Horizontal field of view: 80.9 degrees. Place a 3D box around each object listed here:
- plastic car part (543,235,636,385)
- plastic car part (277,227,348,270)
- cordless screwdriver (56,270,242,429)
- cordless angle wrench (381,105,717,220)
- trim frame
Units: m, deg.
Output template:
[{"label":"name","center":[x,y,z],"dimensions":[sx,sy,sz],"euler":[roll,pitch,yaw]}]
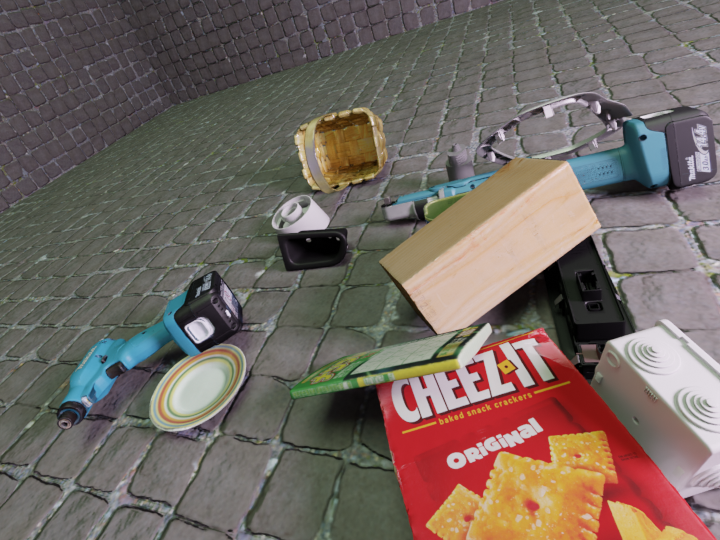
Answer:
[{"label":"plastic car part","center":[0.230,0.023,0.438],"dimensions":[0.068,0.064,0.205],"euler":[-15,31,24]},{"label":"plastic car part","center":[-0.069,-0.045,0.705],"dimensions":[0.120,0.064,0.071],"euler":[-5,22,18]},{"label":"cordless screwdriver","center":[-0.285,0.107,0.575],"dimensions":[0.250,0.072,0.164],"euler":[-29,24,3]},{"label":"cordless angle wrench","center":[0.233,-0.127,0.620],"dimensions":[0.437,0.096,0.073],"euler":[-10,17,26]},{"label":"trim frame","center":[0.279,-0.193,0.612],"dimensions":[0.190,0.028,0.236],"euler":[-19,-14,40]}]
